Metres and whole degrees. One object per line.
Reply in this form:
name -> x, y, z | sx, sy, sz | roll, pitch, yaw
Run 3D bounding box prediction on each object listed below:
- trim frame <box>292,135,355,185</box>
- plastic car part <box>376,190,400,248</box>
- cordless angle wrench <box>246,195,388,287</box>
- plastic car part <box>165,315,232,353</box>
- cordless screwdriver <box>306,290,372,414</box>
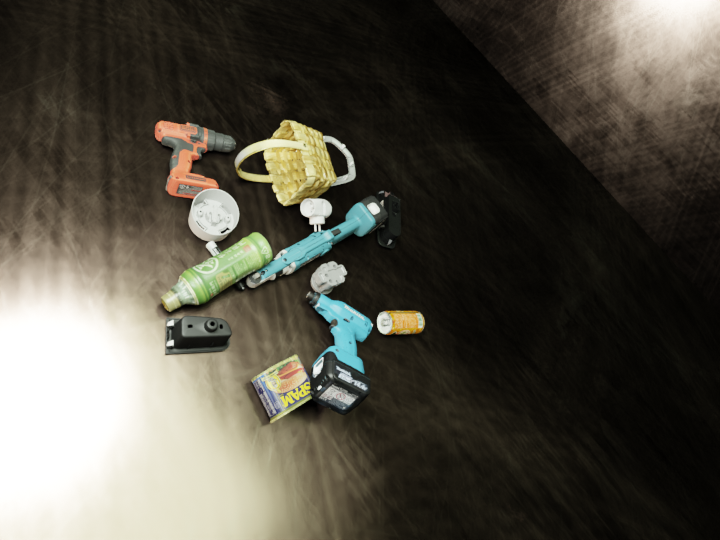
trim frame -> -0.110, -0.318, 1.196 | 0.240, 0.028, 0.189 | -22, 73, -40
plastic car part -> 0.085, -0.150, 1.189 | 0.063, 0.068, 0.208 | 27, 50, -28
cordless angle wrench -> -0.097, -0.063, 0.990 | 0.413, 0.099, 0.075 | -34, 85, -39
plastic car part -> -0.280, 0.107, 0.751 | 0.112, 0.072, 0.068 | 5, 60, -29
cordless screwdriver -> -0.053, 0.145, 0.838 | 0.156, 0.075, 0.253 | 32, 27, -14
